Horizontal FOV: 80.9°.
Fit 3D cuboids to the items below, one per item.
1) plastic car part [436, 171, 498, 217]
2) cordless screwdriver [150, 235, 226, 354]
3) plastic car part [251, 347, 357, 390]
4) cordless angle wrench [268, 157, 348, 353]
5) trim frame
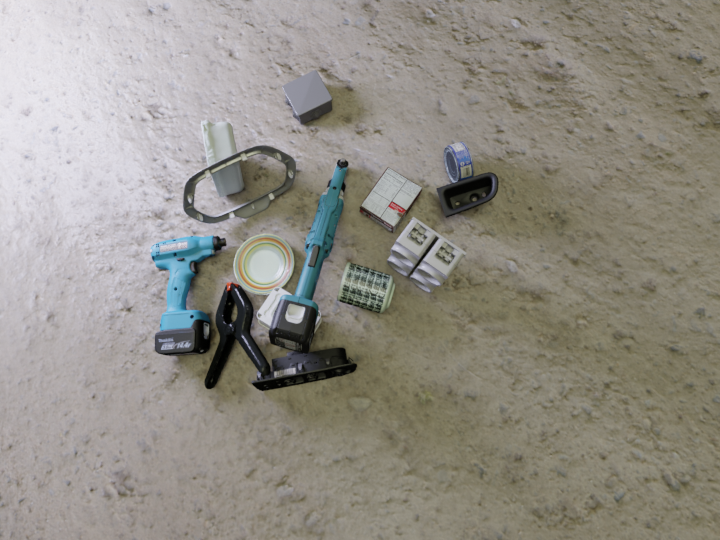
[{"bbox_3d":[0.226,-0.152,0.873,0.119,0.068,0.067,-17,78,16],"label":"plastic car part"},{"bbox_3d":[-0.350,0.046,0.879,0.160,0.072,0.254,-11,72,2],"label":"cordless screwdriver"},{"bbox_3d":[-0.108,0.191,0.831,0.204,0.063,0.069,-8,52,4],"label":"plastic car part"},{"bbox_3d":[-0.082,-0.054,0.842,0.075,0.096,0.429,13,62,1],"label":"cordless angle wrench"},{"bbox_3d":[-0.245,-0.169,0.866,0.248,0.177,0.029,-27,66,-4],"label":"trim frame"}]
